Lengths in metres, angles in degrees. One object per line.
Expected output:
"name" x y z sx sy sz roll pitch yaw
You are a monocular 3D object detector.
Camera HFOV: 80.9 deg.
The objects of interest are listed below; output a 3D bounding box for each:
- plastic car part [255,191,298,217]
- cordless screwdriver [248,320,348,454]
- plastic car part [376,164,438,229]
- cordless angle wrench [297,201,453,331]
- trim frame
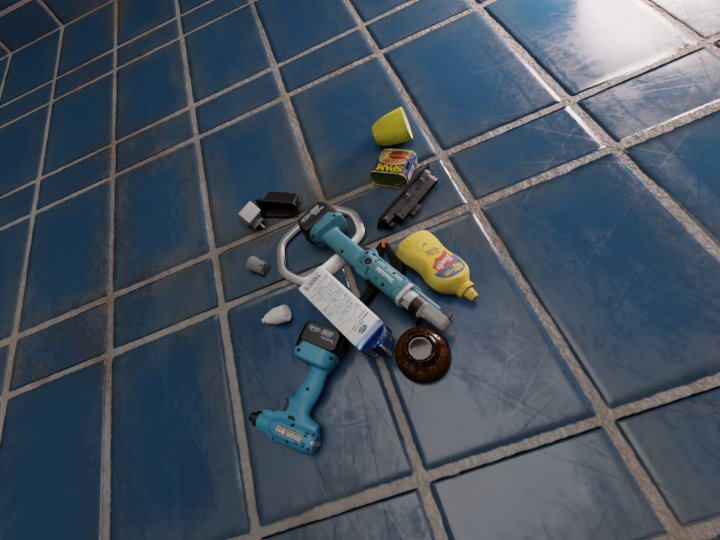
"plastic car part" -0.216 -0.187 1.155 0.120 0.063 0.072 3 50 16
"cordless screwdriver" -0.128 0.232 0.887 0.166 0.071 0.251 11 70 23
"plastic car part" 0.122 -0.174 1.026 0.070 0.064 0.202 33 77 19
"cordless angle wrench" 0.023 -0.010 0.927 0.097 0.071 0.446 -44 56 -8
"trim frame" -0.104 -0.068 1.067 0.247 0.026 0.194 -41 57 -7
